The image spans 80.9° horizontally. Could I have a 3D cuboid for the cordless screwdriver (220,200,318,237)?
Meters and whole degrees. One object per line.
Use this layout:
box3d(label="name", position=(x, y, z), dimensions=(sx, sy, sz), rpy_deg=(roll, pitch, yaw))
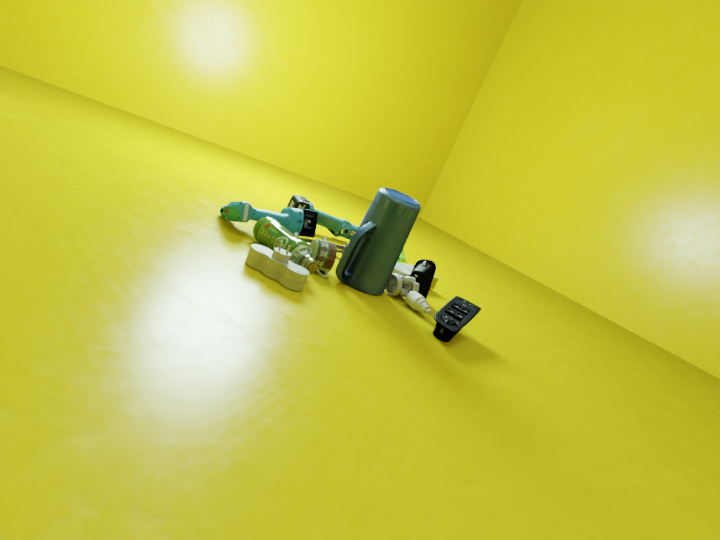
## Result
box3d(label="cordless screwdriver", position=(-0.250, -0.143, 1.146), dimensions=(0.237, 0.074, 0.167), rpy_deg=(7, 2, -36))

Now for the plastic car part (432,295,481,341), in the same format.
box3d(label="plastic car part", position=(0.209, 0.112, 0.961), dimensions=(0.069, 0.067, 0.196), rpy_deg=(36, 22, 19))

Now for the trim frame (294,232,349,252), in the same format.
box3d(label="trim frame", position=(-0.111, -0.073, 1.139), dimensions=(0.237, 0.027, 0.193), rpy_deg=(9, -2, -35))

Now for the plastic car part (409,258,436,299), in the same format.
box3d(label="plastic car part", position=(0.150, 0.029, 1.120), dimensions=(0.069, 0.114, 0.069), rpy_deg=(30, 38, 23))

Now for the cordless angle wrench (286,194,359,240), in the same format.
box3d(label="cordless angle wrench", position=(-0.061, -0.144, 1.465), dimensions=(0.403, 0.098, 0.078), rpy_deg=(19, 17, -29))
